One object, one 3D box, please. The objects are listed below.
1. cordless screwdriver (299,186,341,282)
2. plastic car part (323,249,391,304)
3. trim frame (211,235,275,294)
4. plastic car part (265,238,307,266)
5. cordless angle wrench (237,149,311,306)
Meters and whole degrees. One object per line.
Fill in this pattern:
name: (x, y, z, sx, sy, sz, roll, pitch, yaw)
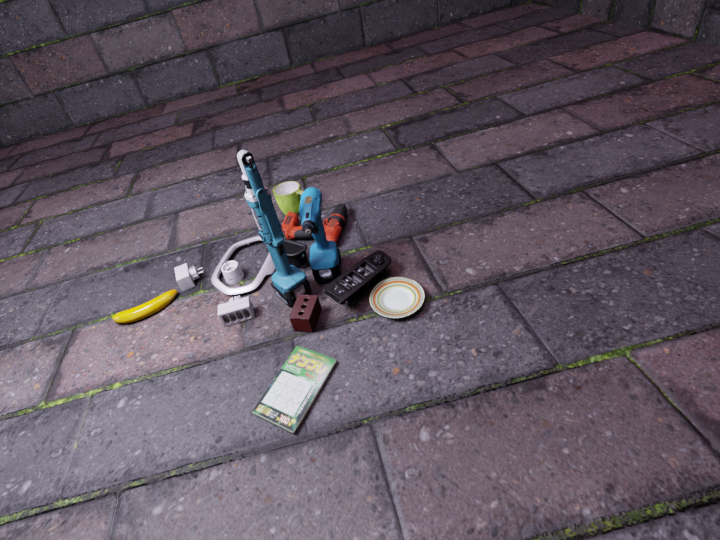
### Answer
cordless screwdriver: (-0.104, -0.068, 1.062, 0.075, 0.238, 0.164, -8, 40, 5)
plastic car part: (0.003, 0.023, 1.060, 0.070, 0.064, 0.200, 27, 56, 38)
trim frame: (-0.334, -0.020, 1.243, 0.190, 0.026, 0.252, 0, 43, 17)
plastic car part: (-0.197, -0.042, 1.194, 0.122, 0.068, 0.065, 16, 48, 31)
cordless angle wrench: (-0.210, -0.091, 0.993, 0.073, 0.405, 0.104, -33, 44, -23)
